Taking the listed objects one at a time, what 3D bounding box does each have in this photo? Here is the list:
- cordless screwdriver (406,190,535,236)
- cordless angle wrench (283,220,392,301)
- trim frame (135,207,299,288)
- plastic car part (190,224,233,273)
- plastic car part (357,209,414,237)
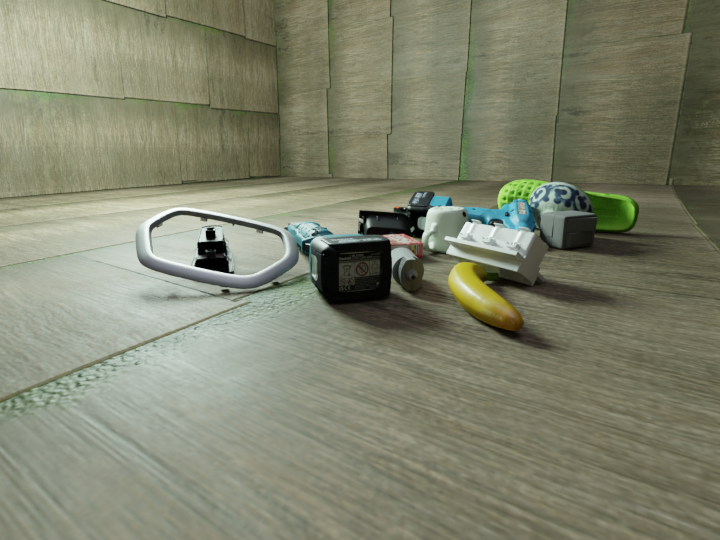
[{"bbox_3d":[0.221,-0.101,0.868,0.257,0.072,0.159,6,33,17],"label":"cordless screwdriver"},{"bbox_3d":[-0.070,-0.045,0.711,0.095,0.073,0.439,-5,14,-18],"label":"cordless angle wrench"},{"bbox_3d":[-0.215,-0.040,0.641,0.250,0.027,0.188,9,38,2],"label":"trim frame"},{"bbox_3d":[-0.258,-0.043,0.729,0.065,0.066,0.210,-11,15,-15],"label":"plastic car part"},{"bbox_3d":[0.053,-0.077,0.844,0.117,0.064,0.072,4,29,4],"label":"plastic car part"}]
